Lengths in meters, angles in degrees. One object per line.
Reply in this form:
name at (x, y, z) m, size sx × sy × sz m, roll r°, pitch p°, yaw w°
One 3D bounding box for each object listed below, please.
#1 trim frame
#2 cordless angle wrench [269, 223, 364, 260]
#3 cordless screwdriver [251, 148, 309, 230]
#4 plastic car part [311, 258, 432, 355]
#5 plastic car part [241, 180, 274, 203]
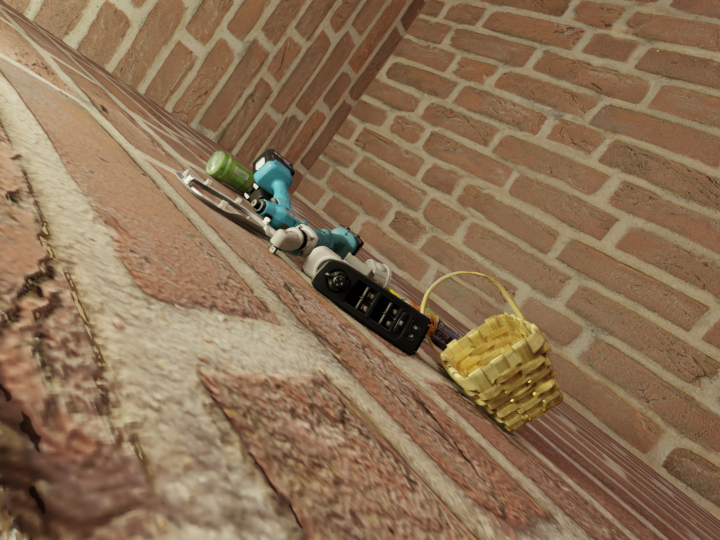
trim frame at (-0.235, -0.119, 0.789) m, size 0.235 × 0.027 × 0.195 m, roll 34°, pitch 6°, yaw -39°
cordless angle wrench at (-0.085, -0.056, 0.873) m, size 0.076 × 0.098 × 0.412 m, roll 40°, pitch 9°, yaw 9°
cordless screwdriver at (-0.211, -0.194, 1.014) m, size 0.150 × 0.075 × 0.260 m, roll 31°, pitch 30°, yaw -46°
plastic car part at (0.012, 0.050, 0.669) m, size 0.198 × 0.066 × 0.069 m, roll 35°, pitch -5°, yaw -14°
plastic car part at (-0.243, -0.173, 1.105) m, size 0.110 × 0.066 × 0.074 m, roll 36°, pitch 19°, yaw -35°
